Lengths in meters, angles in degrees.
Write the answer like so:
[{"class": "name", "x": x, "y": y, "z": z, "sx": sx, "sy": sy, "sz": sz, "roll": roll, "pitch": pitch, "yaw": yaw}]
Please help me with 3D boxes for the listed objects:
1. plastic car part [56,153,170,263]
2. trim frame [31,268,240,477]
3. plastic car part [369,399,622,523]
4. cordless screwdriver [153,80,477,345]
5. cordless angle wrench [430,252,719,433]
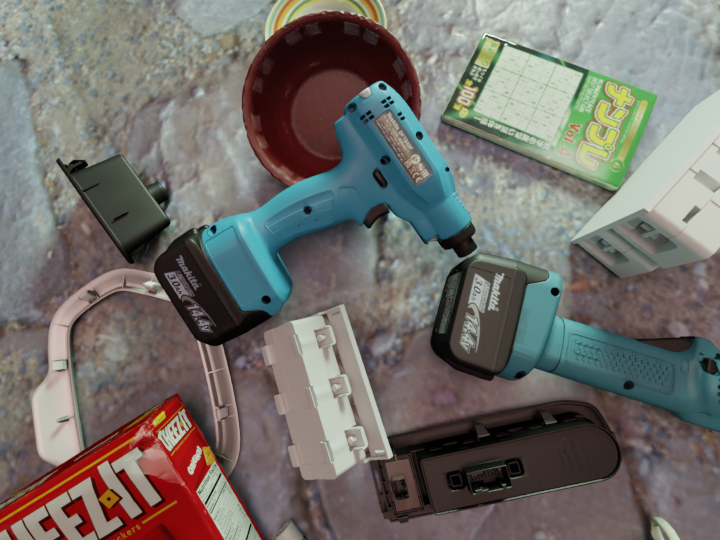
[{"class": "plastic car part", "x": -0.232, "y": -0.068, "z": 0.422, "sx": 0.070, "sy": 0.065, "sz": 0.118, "roll": -40, "pitch": 81, "yaw": -19}, {"class": "trim frame", "x": -0.211, "y": 0.117, "z": 0.392, "sx": 0.185, "sy": 0.027, "sz": 0.253, "roll": -17, "pitch": 78, "yaw": 2}, {"class": "plastic car part", "x": 0.111, "y": 0.151, "z": 0.339, "sx": 0.203, "sy": 0.065, "sz": 0.068, "roll": -13, "pitch": 72, "yaw": -1}, {"class": "cordless screwdriver", "x": -0.035, "y": -0.023, "z": 0.362, "sx": 0.250, "sy": 0.075, "sz": 0.158, "roll": -35, "pitch": 96, "yaw": 6}, {"class": "cordless angle wrench", "x": 0.276, "y": 0.091, "z": 0.332, "sx": 0.428, "sy": 0.073, "sz": 0.098, "roll": 17, "pitch": 81, "yaw": 6}]
